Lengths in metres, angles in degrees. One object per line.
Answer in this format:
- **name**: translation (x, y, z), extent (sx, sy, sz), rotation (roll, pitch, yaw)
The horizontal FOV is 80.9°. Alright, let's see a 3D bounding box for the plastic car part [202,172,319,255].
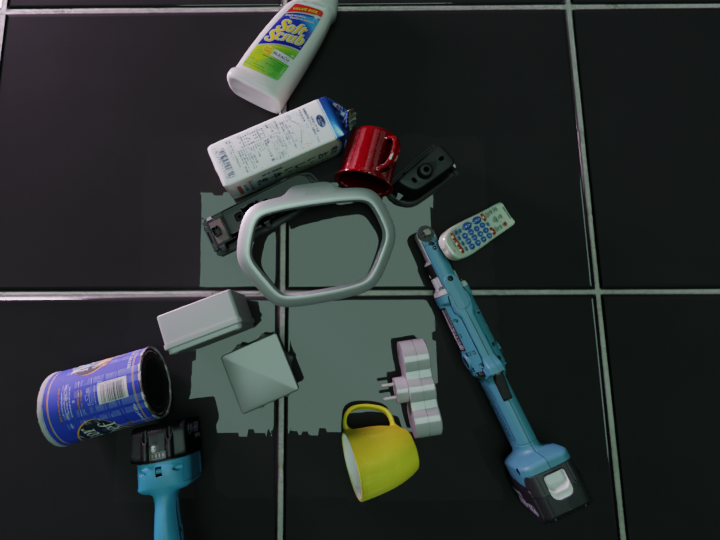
- **plastic car part**: translation (-0.152, -0.101, 0.667), extent (0.202, 0.066, 0.068), rotation (-27, 78, -7)

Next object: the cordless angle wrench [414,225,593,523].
- **cordless angle wrench**: translation (0.180, 0.126, 0.620), extent (0.074, 0.096, 0.431), rotation (-23, 78, -5)

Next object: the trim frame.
- **trim frame**: translation (-0.063, -0.041, 0.645), extent (0.245, 0.028, 0.182), rotation (-10, 99, -10)

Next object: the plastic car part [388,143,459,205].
- **plastic car part**: translation (0.101, -0.152, 0.666), extent (0.116, 0.070, 0.067), rotation (-38, 85, -9)

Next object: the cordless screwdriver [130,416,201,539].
- **cordless screwdriver**: translation (-0.252, 0.337, 0.575), extent (0.074, 0.156, 0.256), rotation (-9, 67, -8)
